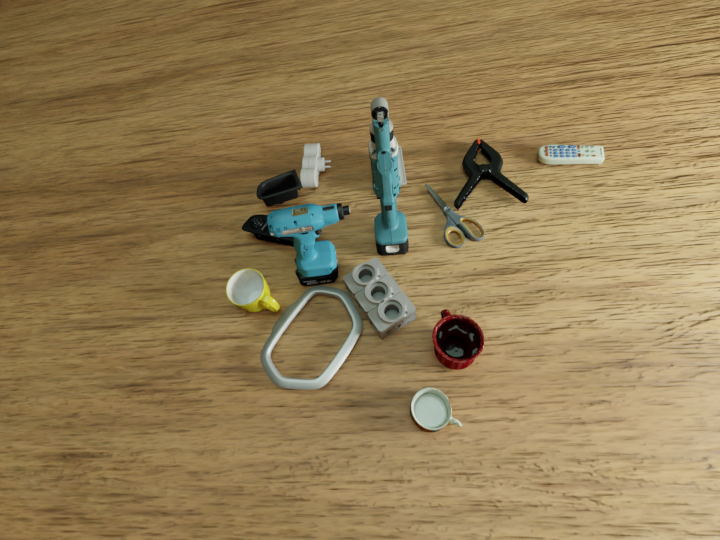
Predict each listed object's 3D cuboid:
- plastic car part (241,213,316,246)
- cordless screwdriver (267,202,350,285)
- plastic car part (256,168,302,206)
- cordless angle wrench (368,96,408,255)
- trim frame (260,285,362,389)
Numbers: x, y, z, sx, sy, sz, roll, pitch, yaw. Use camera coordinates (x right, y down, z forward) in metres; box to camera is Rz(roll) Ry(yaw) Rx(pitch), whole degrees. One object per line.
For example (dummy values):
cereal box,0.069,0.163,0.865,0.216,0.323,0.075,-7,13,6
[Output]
plastic car part,-0.194,-0.095,1.043,0.210,0.064,0.067,14,65,19
cordless screwdriver,-0.088,-0.057,0.897,0.160,0.239,0.077,-9,61,4
plastic car part,-0.210,-0.204,1.106,0.116,0.068,0.069,-21,60,-1
cordless angle wrench,0.051,-0.168,0.832,0.075,0.406,0.101,-4,61,5
trim frame,-0.106,0.141,0.912,0.192,0.026,0.248,26,69,24
